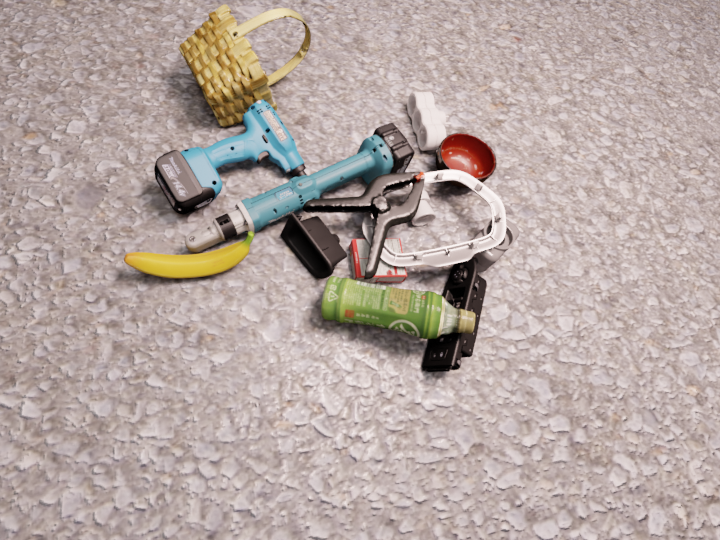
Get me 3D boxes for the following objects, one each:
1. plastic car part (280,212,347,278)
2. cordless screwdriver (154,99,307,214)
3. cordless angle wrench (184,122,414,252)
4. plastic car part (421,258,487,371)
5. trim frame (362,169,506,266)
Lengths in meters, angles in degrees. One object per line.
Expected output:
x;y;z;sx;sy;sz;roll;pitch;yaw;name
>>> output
-0.070;-0.045;0.711;0.069;0.066;0.119;-33;76;-38;plastic car part
-0.219;-0.179;0.739;0.245;0.076;0.157;-38;97;-24;cordless screwdriver
-0.102;-0.134;0.732;0.416;0.097;0.076;-28;77;-17;cordless angle wrench
0.163;0.072;0.680;0.065;0.067;0.205;25;63;-15;plastic car part
0.126;-0.092;0.724;0.247;0.027;0.190;-11;66;-5;trim frame
